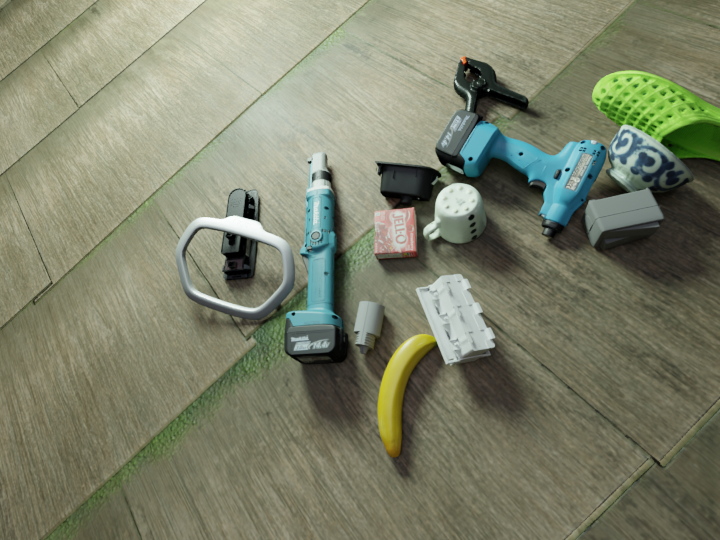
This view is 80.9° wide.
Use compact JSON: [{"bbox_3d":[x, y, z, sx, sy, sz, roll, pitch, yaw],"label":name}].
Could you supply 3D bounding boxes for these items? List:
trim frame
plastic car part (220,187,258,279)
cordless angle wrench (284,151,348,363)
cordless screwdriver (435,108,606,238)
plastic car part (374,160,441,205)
[{"bbox_3d":[-0.240,-0.009,0.799,0.255,0.027,0.183,15,94,14],"label":"trim frame"},{"bbox_3d":[-0.251,-0.085,0.860,0.068,0.063,0.208,-10,61,20],"label":"plastic car part"},{"bbox_3d":[-0.076,-0.050,0.779,0.100,0.071,0.434,-9,62,14],"label":"cordless angle wrench"},{"bbox_3d":[0.248,-0.168,0.713,0.260,0.071,0.159,27,94,25],"label":"cordless screwdriver"},{"bbox_3d":[0.083,-0.157,0.780,0.121,0.063,0.071,14,87,20],"label":"plastic car part"}]
